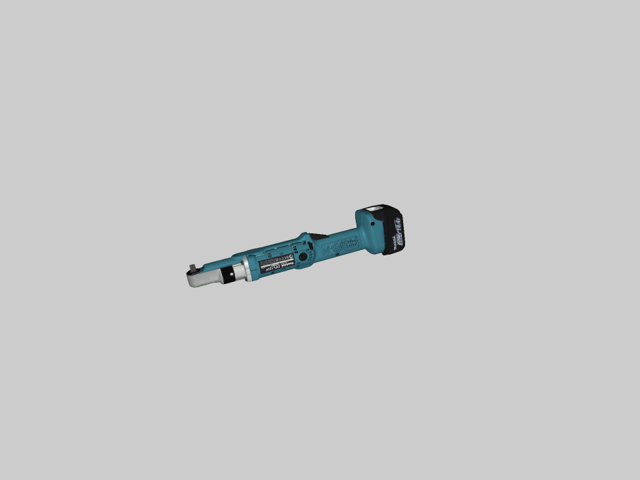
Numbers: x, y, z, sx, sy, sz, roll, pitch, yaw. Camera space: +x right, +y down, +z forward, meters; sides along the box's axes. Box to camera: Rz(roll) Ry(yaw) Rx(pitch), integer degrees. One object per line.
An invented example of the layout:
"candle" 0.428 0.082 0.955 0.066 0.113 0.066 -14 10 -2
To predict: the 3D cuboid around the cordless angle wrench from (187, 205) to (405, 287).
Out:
"cordless angle wrench" -0.040 0.023 0.817 0.422 0.098 0.074 -15 18 -17
